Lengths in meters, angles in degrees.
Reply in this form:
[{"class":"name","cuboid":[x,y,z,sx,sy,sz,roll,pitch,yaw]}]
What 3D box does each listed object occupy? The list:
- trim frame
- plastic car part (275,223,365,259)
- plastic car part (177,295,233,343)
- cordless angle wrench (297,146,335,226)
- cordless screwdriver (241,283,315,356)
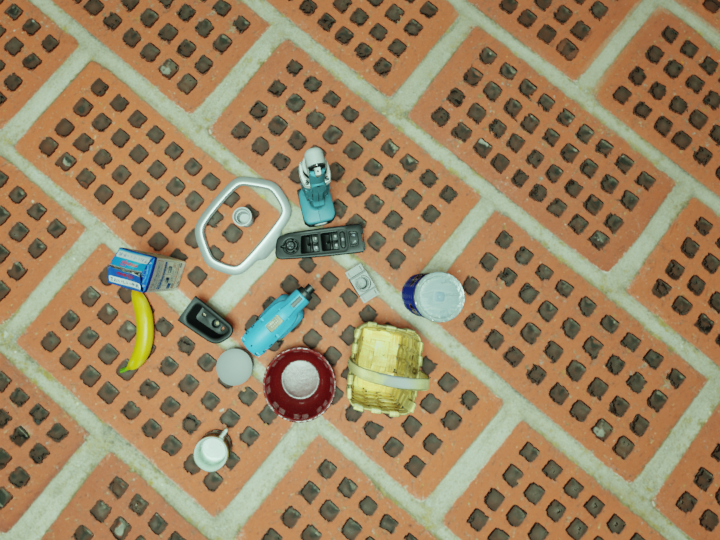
[{"class":"trim frame","cuboid":[-0.276,-0.107,0.994,0.185,0.027,0.248,38,86,3]},{"class":"plastic car part","cuboid":[-0.095,-0.062,0.970,0.203,0.067,0.067,-6,87,-1]},{"class":"plastic car part","cuboid":[-0.338,0.117,0.953,0.117,0.071,0.066,35,86,1]},{"class":"cordless angle wrench","cuboid":[-0.085,-0.157,0.801,0.074,0.423,0.098,-13,90,-6]},{"class":"cordless screwdriver","cuboid":[-0.154,0.087,0.866,0.159,0.249,0.074,-45,92,-5]}]
